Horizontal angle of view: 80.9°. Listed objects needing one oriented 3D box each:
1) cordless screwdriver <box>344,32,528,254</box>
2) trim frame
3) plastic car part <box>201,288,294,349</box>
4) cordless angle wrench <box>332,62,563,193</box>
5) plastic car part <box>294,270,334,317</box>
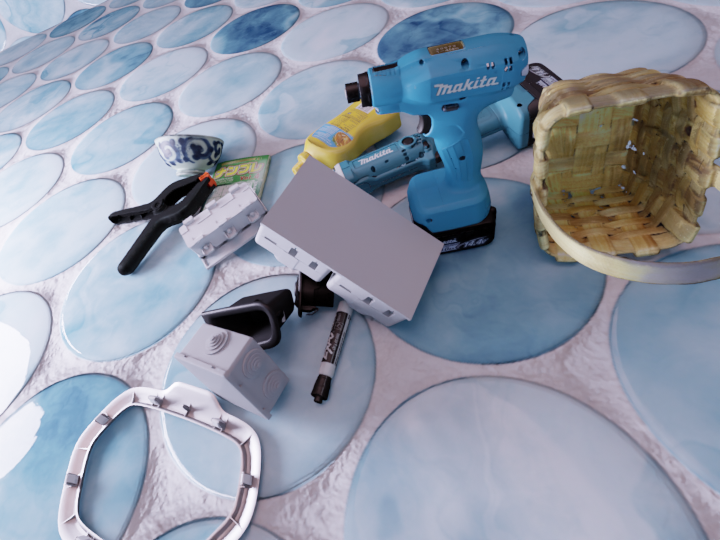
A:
[{"bbox_3d":[0.077,-0.120,0.461,0.161,0.238,0.077,-7,51,5],"label":"cordless screwdriver"},{"bbox_3d":[-0.219,0.214,0.449,0.259,0.026,0.185,6,55,26],"label":"trim frame"},{"bbox_3d":[-0.121,0.053,0.505,0.120,0.064,0.070,-17,19,34],"label":"plastic car part"},{"bbox_3d":[0.076,-0.169,0.617,0.426,0.071,0.102,-22,52,5],"label":"cordless angle wrench"},{"bbox_3d":[-0.053,-0.035,0.546,0.066,0.066,0.207,8,68,-8],"label":"plastic car part"}]
